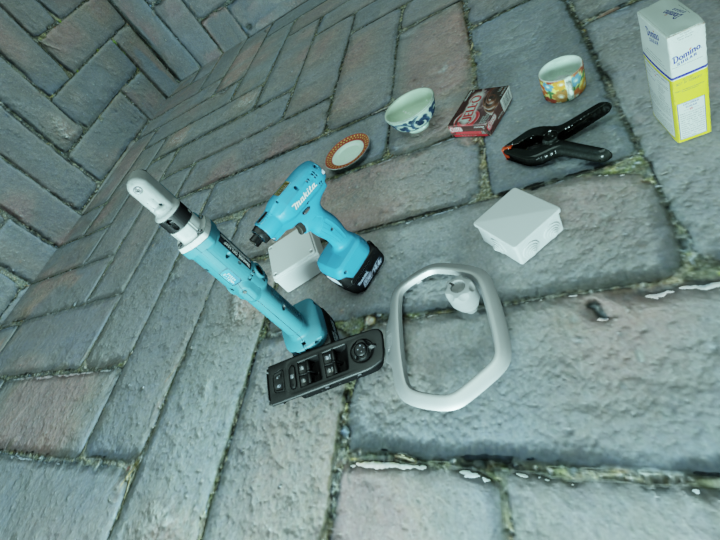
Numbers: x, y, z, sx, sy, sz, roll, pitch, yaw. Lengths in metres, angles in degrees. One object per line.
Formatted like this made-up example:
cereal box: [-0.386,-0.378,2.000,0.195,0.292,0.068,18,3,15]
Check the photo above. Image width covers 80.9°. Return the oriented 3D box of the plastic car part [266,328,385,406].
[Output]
plastic car part: [-0.047,0.156,0.655,0.206,0.063,0.069,-27,41,16]

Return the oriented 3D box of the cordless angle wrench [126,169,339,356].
cordless angle wrench: [-0.168,0.012,0.617,0.075,0.400,0.102,-32,39,10]

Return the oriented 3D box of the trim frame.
trim frame: [0.116,0.085,0.621,0.189,0.026,0.256,-21,44,22]

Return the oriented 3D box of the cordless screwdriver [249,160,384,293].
cordless screwdriver: [-0.070,-0.046,0.721,0.079,0.235,0.159,21,68,47]
